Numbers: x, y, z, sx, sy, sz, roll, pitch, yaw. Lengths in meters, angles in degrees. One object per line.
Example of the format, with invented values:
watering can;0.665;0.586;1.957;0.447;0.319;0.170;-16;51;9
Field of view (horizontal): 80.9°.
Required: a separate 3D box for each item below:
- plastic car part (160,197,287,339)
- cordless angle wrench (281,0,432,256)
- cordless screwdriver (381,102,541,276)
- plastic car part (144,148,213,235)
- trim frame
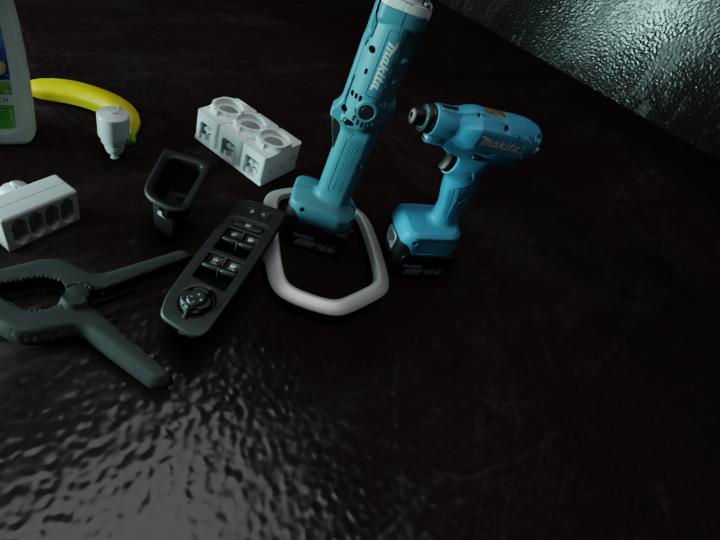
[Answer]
plastic car part;-0.154;-0.001;0.480;0.066;0.066;0.205;23;43;-2
cordless angle wrench;0.005;-0.188;0.474;0.096;0.419;0.076;18;43;-11
cordless screwdriver;0.094;-0.098;0.548;0.154;0.247;0.077;7;46;-20
plastic car part;-0.234;-0.090;0.534;0.064;0.070;0.120;13;44;-14
trim frame;-0.057;-0.037;0.586;0.179;0.027;0.259;4;46;-19
